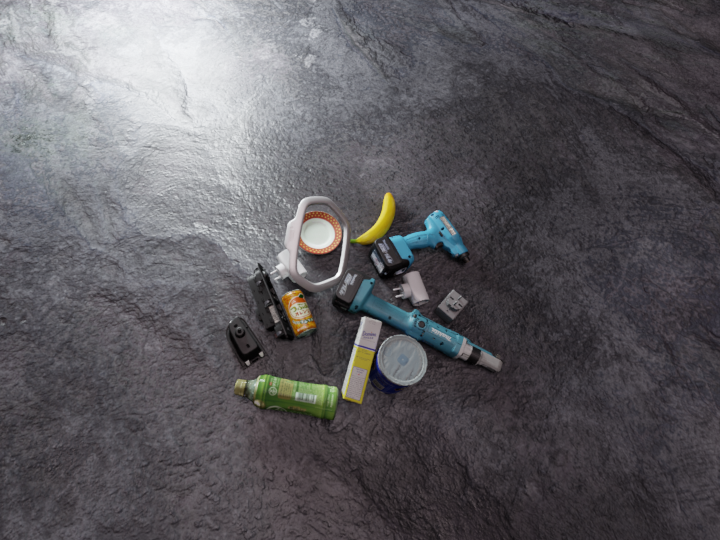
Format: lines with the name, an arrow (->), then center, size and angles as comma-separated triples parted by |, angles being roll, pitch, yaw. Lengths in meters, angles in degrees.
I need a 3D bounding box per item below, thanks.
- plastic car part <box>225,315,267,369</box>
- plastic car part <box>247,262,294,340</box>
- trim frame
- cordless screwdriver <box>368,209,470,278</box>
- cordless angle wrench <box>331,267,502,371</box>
plastic car part -> -0.270, 0.155, 0.966 | 0.065, 0.070, 0.120 | -30, 74, -21
plastic car part -> -0.222, 0.079, 1.017 | 0.068, 0.063, 0.210 | -27, 68, 10
trim frame -> -0.104, -0.068, 1.062 | 0.175, 0.028, 0.251 | 16, 75, -32
cordless screwdriver -> 0.157, -0.049, 1.099 | 0.244, 0.073, 0.165 | -24, 69, -20
cordless angle wrench -> 0.137, 0.133, 1.010 | 0.428, 0.073, 0.098 | 27, 65, 6
